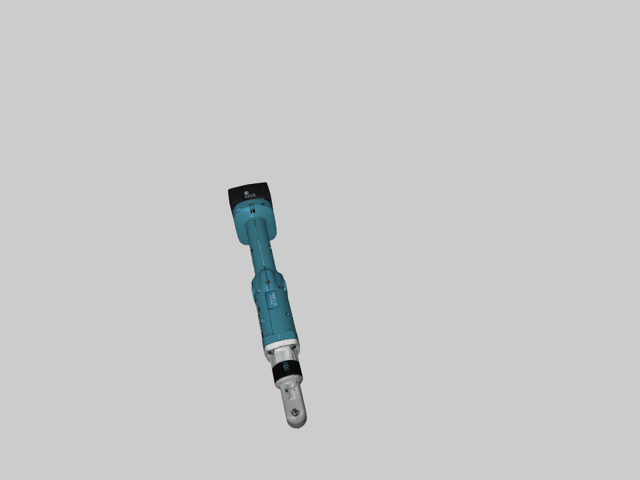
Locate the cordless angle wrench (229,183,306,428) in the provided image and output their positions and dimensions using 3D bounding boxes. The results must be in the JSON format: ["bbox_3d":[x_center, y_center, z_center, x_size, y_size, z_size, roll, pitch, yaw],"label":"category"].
[{"bbox_3d":[-0.081,0.080,0.675,0.074,0.421,0.098,-12,-38,-8],"label":"cordless angle wrench"}]
